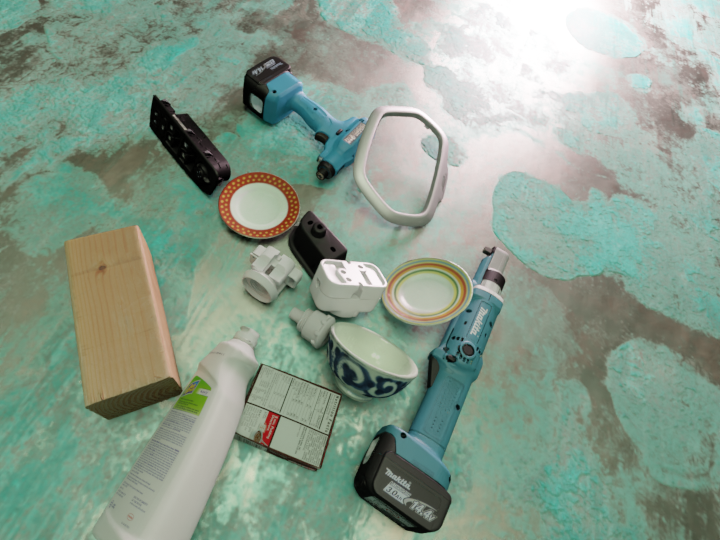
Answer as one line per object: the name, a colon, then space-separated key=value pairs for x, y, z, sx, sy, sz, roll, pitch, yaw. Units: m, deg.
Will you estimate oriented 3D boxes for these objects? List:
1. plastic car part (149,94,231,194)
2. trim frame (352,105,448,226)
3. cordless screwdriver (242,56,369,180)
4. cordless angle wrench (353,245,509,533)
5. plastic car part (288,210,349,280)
plastic car part: x=-0.282 y=-0.206 z=0.707 sx=0.064 sy=0.066 sz=0.211 roll=-14 pitch=58 yaw=-48
trim frame: x=0.079 y=-0.189 z=0.746 sx=0.180 sy=0.028 sz=0.251 roll=22 pitch=64 yaw=-13
cordless screwdriver: x=-0.109 y=-0.271 z=0.765 sx=0.252 sy=0.074 sz=0.158 roll=35 pitch=60 yaw=7
cordless angle wrench: x=0.132 y=0.117 z=0.574 sx=0.099 sy=0.073 sz=0.422 roll=30 pitch=57 yaw=6
plastic car part: x=-0.062 y=-0.041 z=0.634 sx=0.064 sy=0.070 sz=0.120 roll=-30 pitch=72 yaw=-27
